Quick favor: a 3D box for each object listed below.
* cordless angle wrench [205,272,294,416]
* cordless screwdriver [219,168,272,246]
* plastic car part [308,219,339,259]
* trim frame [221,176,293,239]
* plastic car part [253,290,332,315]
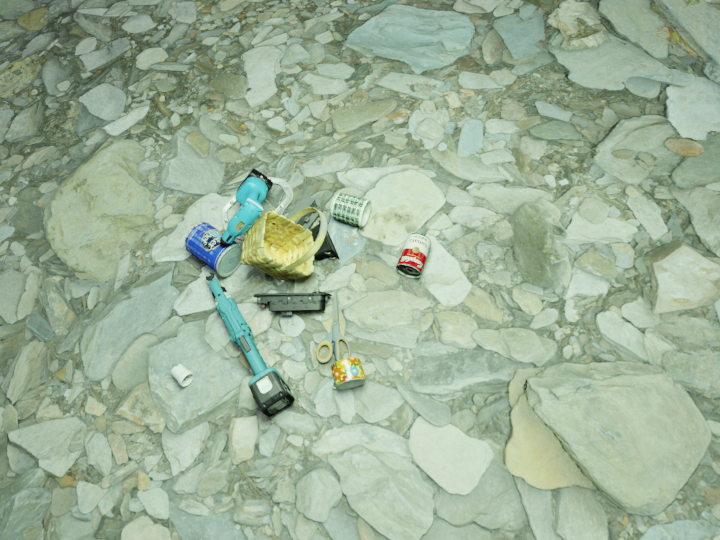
[{"bbox_3d":[-0.305,0.163,1.081,0.074,0.094,0.444,-32,58,-11],"label":"cordless angle wrench"},{"bbox_3d":[-0.325,-0.177,1.187,0.160,0.071,0.256,-44,27,23],"label":"cordless screwdriver"},{"bbox_3d":[-0.117,-0.076,1.193,0.071,0.062,0.122,-31,58,7],"label":"plastic car part"},{"bbox_3d":[-0.321,-0.199,1.306,0.192,0.026,0.247,35,71,23],"label":"trim frame"},{"bbox_3d":[-0.176,0.084,1.111,0.205,0.064,0.068,-6,72,6],"label":"plastic car part"}]
